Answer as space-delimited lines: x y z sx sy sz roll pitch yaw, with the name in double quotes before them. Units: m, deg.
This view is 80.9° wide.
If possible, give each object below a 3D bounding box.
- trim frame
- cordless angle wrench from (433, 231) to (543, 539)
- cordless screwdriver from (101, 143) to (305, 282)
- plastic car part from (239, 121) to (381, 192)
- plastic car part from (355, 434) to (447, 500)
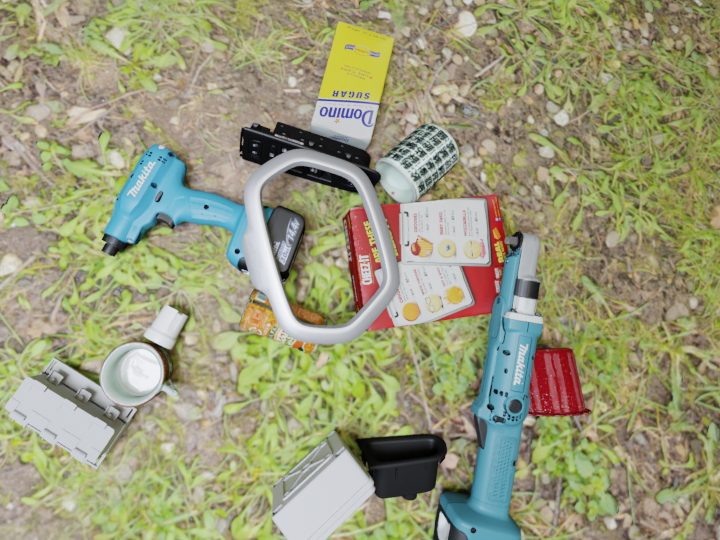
"trim frame" -0.051 -0.033 0.523 0.181 0.028 0.250 -16 85 -14
"cordless angle wrench" 0.177 0.162 0.529 0.097 0.075 0.423 10 89 -7
"cordless screwdriver" -0.207 -0.051 0.562 0.249 0.074 0.160 24 77 1
"plastic car part" -0.069 -0.166 0.610 0.202 0.066 0.068 20 53 -2
"plastic car part" 0.057 0.260 0.547 0.114 0.067 0.070 2 96 -12
